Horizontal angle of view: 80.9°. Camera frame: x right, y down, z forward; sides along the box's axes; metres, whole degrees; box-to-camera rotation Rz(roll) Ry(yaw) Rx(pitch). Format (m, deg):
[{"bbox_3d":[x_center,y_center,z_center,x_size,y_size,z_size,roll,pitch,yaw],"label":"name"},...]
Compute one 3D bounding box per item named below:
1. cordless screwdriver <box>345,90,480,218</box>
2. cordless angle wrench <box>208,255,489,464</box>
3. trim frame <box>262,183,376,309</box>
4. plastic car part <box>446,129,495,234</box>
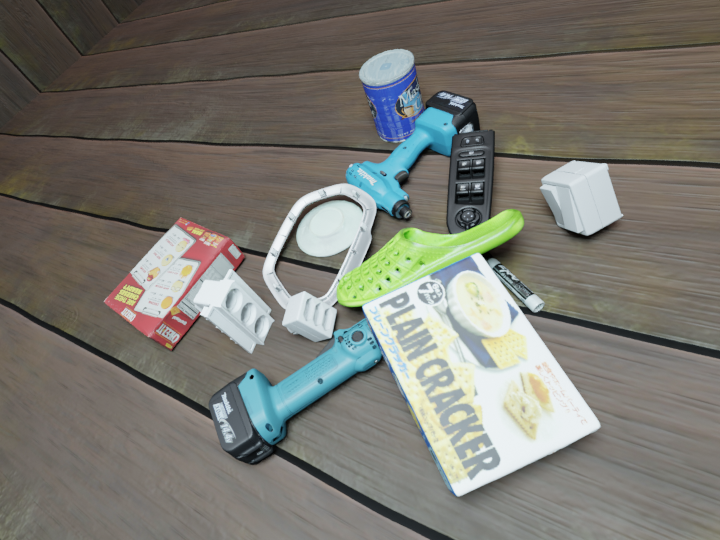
[{"bbox_3d":[0.108,-0.201,0.749,0.248,0.070,0.168,-40,50,-3],"label":"cordless screwdriver"},{"bbox_3d":[0.000,0.101,0.574,0.421,0.071,0.103,-33,50,-5],"label":"cordless angle wrench"},{"bbox_3d":[-0.070,-0.046,0.718,0.193,0.026,0.249,15,70,29],"label":"trim frame"},{"bbox_3d":[0.172,-0.126,0.664,0.068,0.064,0.206,3,60,16],"label":"plastic car part"}]
